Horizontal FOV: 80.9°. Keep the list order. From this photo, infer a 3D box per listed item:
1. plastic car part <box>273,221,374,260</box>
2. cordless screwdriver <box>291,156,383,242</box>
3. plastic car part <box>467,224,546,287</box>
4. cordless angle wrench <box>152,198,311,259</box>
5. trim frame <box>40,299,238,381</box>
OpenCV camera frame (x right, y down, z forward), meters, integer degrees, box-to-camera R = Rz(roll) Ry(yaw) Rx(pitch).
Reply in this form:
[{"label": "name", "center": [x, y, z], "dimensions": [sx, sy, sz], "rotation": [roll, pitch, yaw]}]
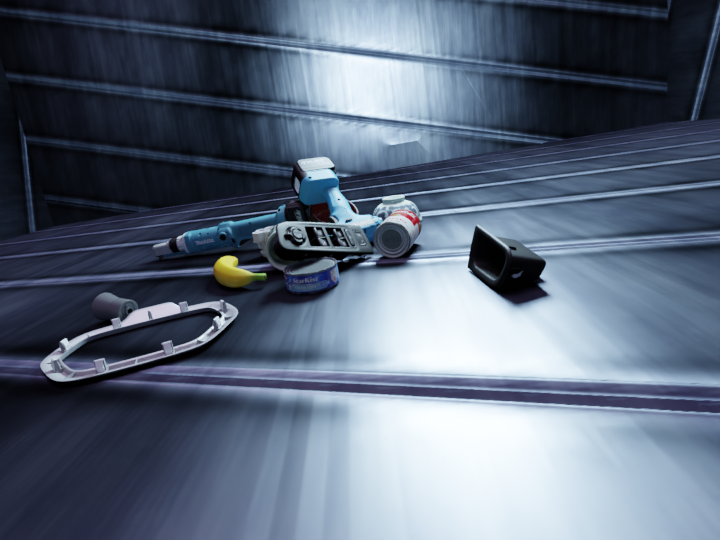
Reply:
[{"label": "plastic car part", "center": [-0.072, -0.047, 0.737], "dimensions": [0.193, 0.068, 0.068], "rotation": [2, -28, -45]}, {"label": "cordless screwdriver", "center": [-0.078, -0.140, 0.907], "dimensions": [0.154, 0.073, 0.261], "rotation": [-18, 53, -27]}, {"label": "plastic car part", "center": [0.196, -0.013, 0.552], "dimensions": [0.070, 0.065, 0.120], "rotation": [3, 18, -8]}, {"label": "cordless angle wrench", "center": [-0.324, -0.086, 1.033], "dimensions": [0.431, 0.096, 0.074], "rotation": [-9, 17, 14]}, {"label": "trim frame", "center": [-0.286, 0.083, 0.560], "dimensions": [0.245, 0.027, 0.191], "rotation": [-16, 17, -13]}]
